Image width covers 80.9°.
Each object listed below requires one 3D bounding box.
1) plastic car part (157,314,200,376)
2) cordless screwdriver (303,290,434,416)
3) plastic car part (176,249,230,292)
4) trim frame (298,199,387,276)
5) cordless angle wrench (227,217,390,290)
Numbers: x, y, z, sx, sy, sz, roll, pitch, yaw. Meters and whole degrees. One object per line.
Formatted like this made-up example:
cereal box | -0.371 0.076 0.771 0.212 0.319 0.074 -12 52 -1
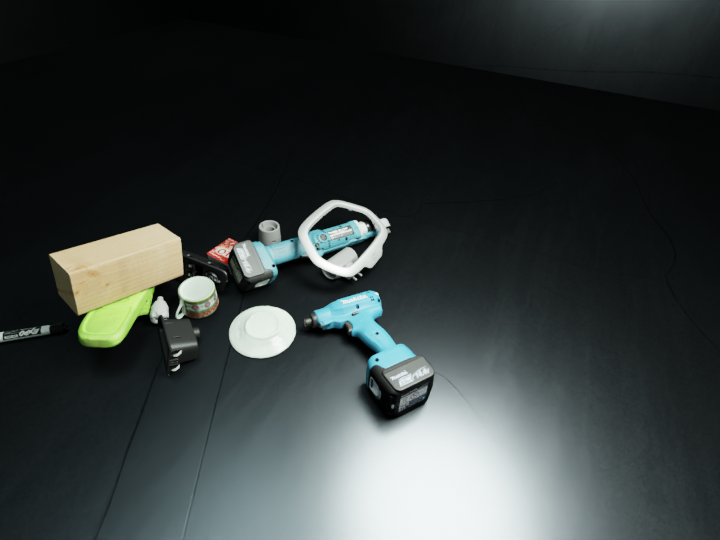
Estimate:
plastic car part | -0.332 0.125 0.781 0.068 0.065 0.123 -1 35 -30
cordless screwdriver | 0.008 0.140 0.765 0.155 0.072 0.262 -15 40 -20
plastic car part | -0.369 -0.006 0.930 0.211 0.065 0.065 19 17 20
trim frame | -0.035 -0.078 0.966 0.188 0.027 0.246 33 45 8
cordless angle wrench | -0.097 -0.063 0.990 0.410 0.075 0.100 -20 75 -30
